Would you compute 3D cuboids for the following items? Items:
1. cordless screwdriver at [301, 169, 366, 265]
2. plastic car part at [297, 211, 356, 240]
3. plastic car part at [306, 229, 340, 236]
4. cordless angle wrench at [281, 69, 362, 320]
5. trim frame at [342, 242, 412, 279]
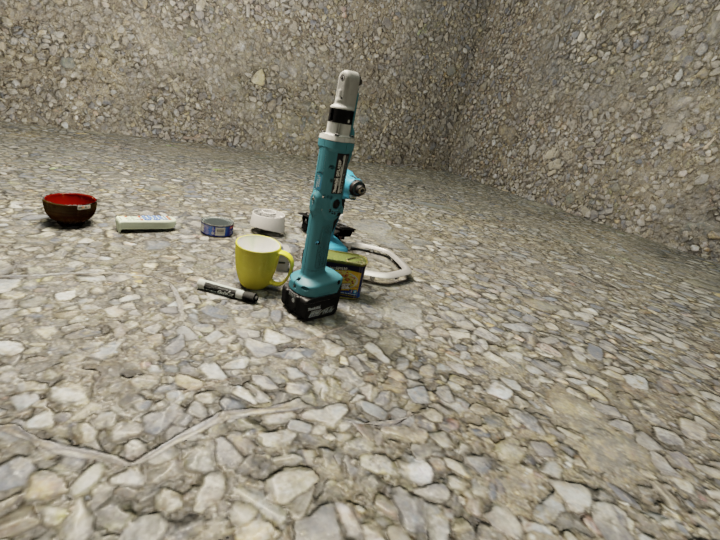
[{"bbox_3d":[-0.054,-0.093,0.902,0.071,0.245,0.168,0,22,-30],"label":"cordless screwdriver"},{"bbox_3d":[-0.106,-0.123,1.209,0.063,0.066,0.215,-8,27,-42],"label":"plastic car part"},{"bbox_3d":[-0.104,-0.068,1.061,0.068,0.070,0.115,15,21,12],"label":"plastic car part"},{"bbox_3d":[-0.057,-0.120,0.728,0.094,0.417,0.079,-7,26,-43],"label":"cordless angle wrench"},{"bbox_3d":[0.022,-0.026,1.068,0.179,0.027,0.259,3,22,-17],"label":"trim frame"}]
